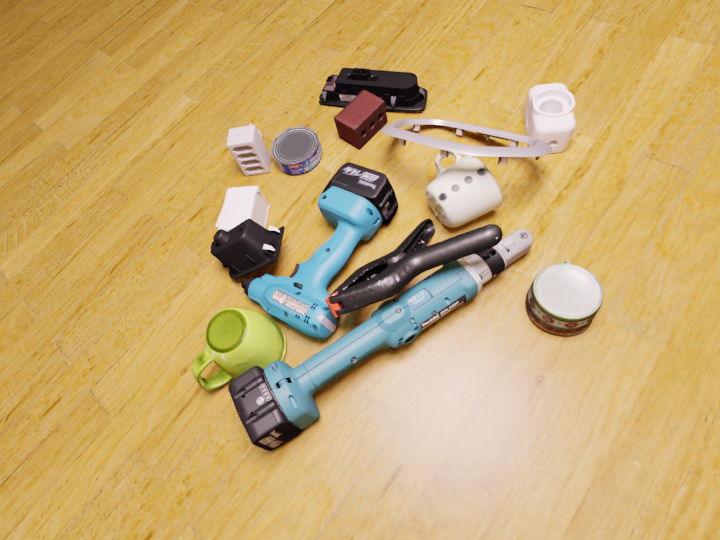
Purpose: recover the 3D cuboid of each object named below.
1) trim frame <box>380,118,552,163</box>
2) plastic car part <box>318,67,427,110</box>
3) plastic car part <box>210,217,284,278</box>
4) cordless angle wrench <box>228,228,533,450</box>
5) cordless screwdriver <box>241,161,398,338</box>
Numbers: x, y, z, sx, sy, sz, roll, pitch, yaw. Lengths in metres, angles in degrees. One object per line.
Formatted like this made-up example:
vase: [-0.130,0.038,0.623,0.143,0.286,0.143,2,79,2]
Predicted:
trim frame: [0.144,-0.191,0.611,0.178,0.027,0.263,-20,34,-34]
plastic car part: [0.022,-0.331,0.759,0.210,0.064,0.066,17,61,19]
plastic car part: [-0.177,-0.036,0.617,0.120,0.067,0.067,-20,43,31]
cordless angle wrench: [0.044,0.065,0.523,0.420,0.094,0.078,-32,60,-8]
cordless screwdriver: [-0.060,-0.039,0.616,0.167,0.070,0.249,20,73,31]
